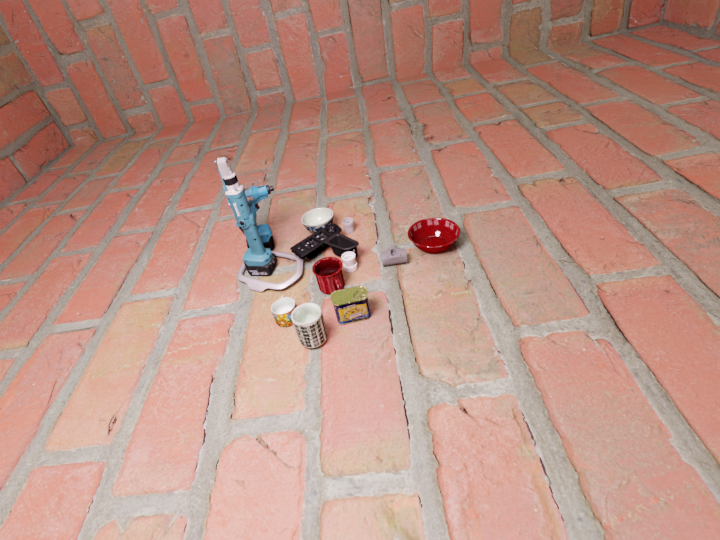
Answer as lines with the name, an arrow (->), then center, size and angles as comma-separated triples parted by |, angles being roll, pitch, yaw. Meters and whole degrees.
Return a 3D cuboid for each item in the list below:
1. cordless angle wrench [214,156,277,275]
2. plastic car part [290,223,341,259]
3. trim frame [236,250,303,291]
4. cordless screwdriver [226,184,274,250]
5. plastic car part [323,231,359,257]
cordless angle wrench -> -0.363, -0.162, 1.324 | 0.101, 0.406, 0.075 | 1, 39, 16
plastic car part -> -0.141, -0.092, 1.444 | 0.070, 0.064, 0.200 | 25, 53, 38
trim frame -> -0.302, -0.001, 1.414 | 0.260, 0.026, 0.183 | 11, 45, 28
cordless screwdriver -> -0.353, -0.180, 1.478 | 0.158, 0.239, 0.078 | -17, 38, -6
plastic car part -> -0.054, -0.069, 1.386 | 0.065, 0.068, 0.123 | -37, 44, -28
